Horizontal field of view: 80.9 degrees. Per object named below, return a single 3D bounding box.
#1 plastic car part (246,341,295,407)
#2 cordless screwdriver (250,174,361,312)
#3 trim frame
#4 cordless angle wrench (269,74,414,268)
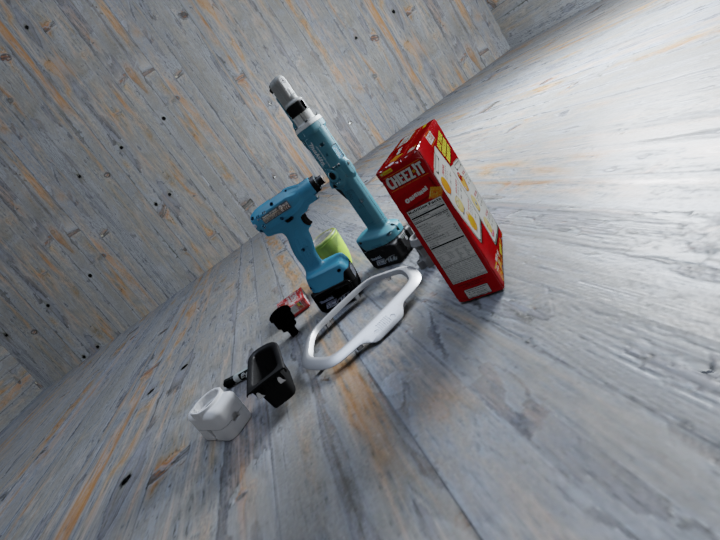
[{"bbox_3d":[-0.130,0.162,0.643,0.066,0.069,0.120,-36,16,-4],"label":"plastic car part"},{"bbox_3d":[-0.080,-0.052,0.815,0.161,0.243,0.075,-32,13,14],"label":"cordless screwdriver"},{"bbox_3d":[-0.001,0.075,0.700,0.246,0.027,0.191,-41,18,-17],"label":"trim frame"},{"bbox_3d":[-0.042,-0.195,0.831,0.101,0.414,0.073,-22,18,48],"label":"cordless angle wrench"}]
